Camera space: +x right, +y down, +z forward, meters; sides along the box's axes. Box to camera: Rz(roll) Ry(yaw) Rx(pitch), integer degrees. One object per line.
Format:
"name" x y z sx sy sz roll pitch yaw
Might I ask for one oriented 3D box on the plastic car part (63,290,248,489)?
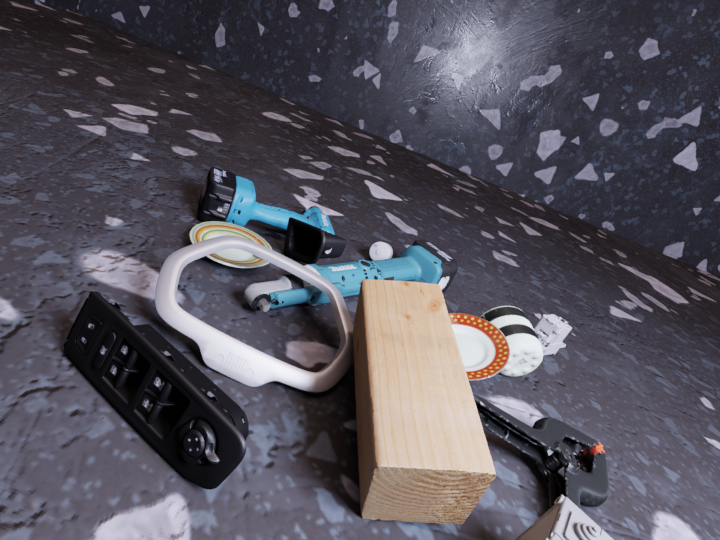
"plastic car part" -0.172 0.101 0.367 0.212 0.066 0.064 33 0 24

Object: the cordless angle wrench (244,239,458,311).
"cordless angle wrench" 0.001 0.012 0.673 0.404 0.073 0.103 -8 39 -44

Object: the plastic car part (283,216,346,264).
"plastic car part" -0.066 -0.043 0.680 0.067 0.065 0.123 2 12 -38

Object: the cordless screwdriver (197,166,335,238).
"cordless screwdriver" -0.169 -0.114 0.785 0.241 0.074 0.165 18 24 -19

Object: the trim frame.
"trim frame" -0.115 0.044 0.497 0.245 0.027 0.187 27 40 -7
